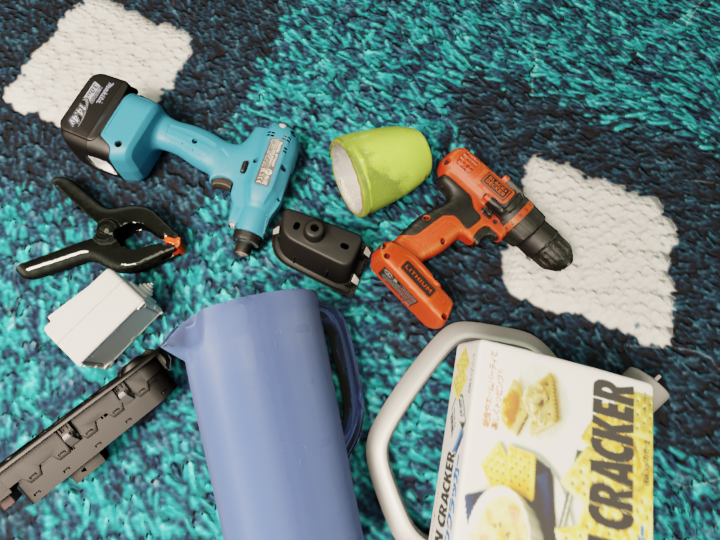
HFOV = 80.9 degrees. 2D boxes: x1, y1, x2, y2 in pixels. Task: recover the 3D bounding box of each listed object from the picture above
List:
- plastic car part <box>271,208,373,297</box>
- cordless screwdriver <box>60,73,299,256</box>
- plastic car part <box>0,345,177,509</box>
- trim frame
[{"bbox_3d":[-0.045,-0.029,0.459,0.117,0.070,0.066,25,69,1],"label":"plastic car part"},{"bbox_3d":[-0.206,-0.119,0.484,0.248,0.074,0.161,16,72,-2],"label":"cordless screwdriver"},{"bbox_3d":[-0.255,0.148,0.395,0.201,0.067,0.067,-43,91,-15],"label":"plastic car part"},{"bbox_3d":[0.117,0.167,0.423,0.188,0.027,0.247,37,72,10],"label":"trim frame"}]
